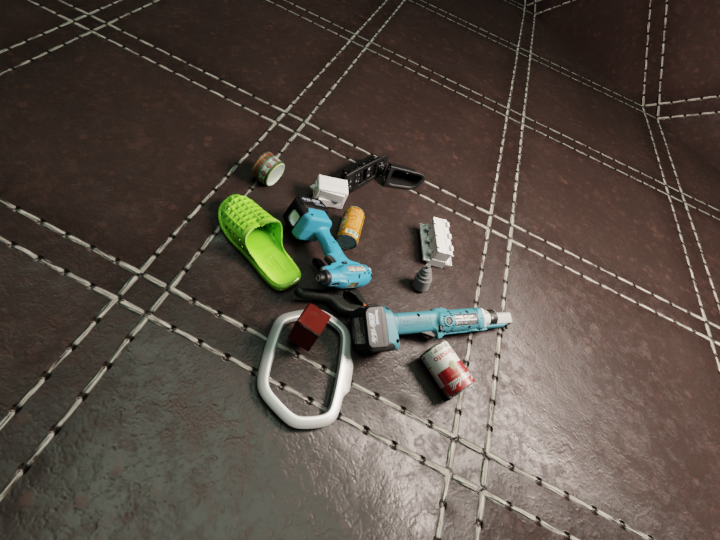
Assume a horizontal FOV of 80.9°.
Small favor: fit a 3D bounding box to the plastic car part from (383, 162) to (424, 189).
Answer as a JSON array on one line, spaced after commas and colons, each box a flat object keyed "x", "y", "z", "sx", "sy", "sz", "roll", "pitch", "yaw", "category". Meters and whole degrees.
[{"x": 0.121, "y": -0.284, "z": 1.249, "sx": 0.113, "sy": 0.065, "sz": 0.074, "roll": 5, "pitch": 39, "yaw": -21, "category": "plastic car part"}]

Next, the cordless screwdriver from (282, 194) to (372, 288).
[{"x": -0.092, "y": -0.060, "z": 0.945, "sx": 0.151, "sy": 0.075, "sz": 0.260, "roll": 0, "pitch": 46, "yaw": -50, "category": "cordless screwdriver"}]

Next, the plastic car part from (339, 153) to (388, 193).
[{"x": 0.004, "y": -0.282, "z": 1.205, "sx": 0.071, "sy": 0.064, "sz": 0.198, "roll": 28, "pitch": 46, "yaw": 35, "category": "plastic car part"}]

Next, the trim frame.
[{"x": -0.101, "y": 0.182, "z": 0.828, "sx": 0.182, "sy": 0.027, "sz": 0.254, "roll": 15, "pitch": 49, "yaw": -7, "category": "trim frame"}]

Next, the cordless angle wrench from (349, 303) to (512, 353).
[{"x": 0.180, "y": 0.117, "z": 0.944, "sx": 0.407, "sy": 0.076, "sz": 0.099, "roll": -1, "pitch": 78, "yaw": -25, "category": "cordless angle wrench"}]
